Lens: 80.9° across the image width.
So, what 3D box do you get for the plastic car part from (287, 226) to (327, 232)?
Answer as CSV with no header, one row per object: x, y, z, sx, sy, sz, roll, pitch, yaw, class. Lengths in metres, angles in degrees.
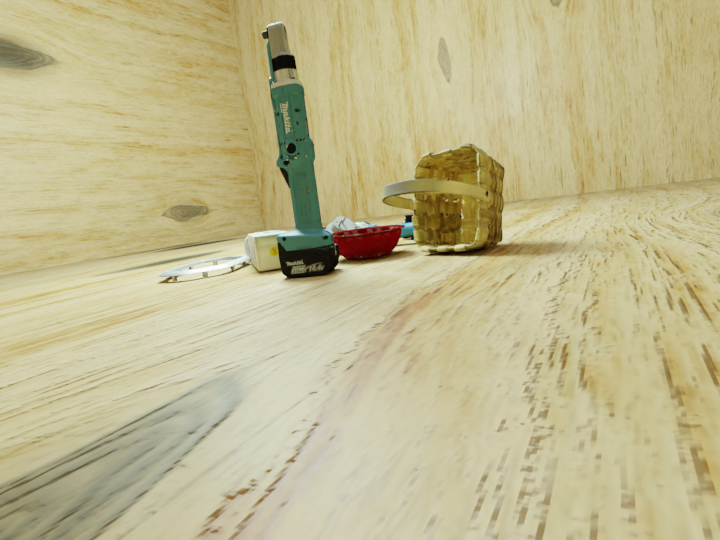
-0.104,-0.068,1.063,0.196,0.068,0.067,-14,-17,-27,plastic car part

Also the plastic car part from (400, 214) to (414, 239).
0.148,-0.111,1.121,0.112,0.067,0.073,-9,-8,-37,plastic car part

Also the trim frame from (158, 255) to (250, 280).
-0.360,-0.008,0.992,0.186,0.027,0.248,-6,11,6,trim frame

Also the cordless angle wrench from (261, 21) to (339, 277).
-0.111,-0.203,0.719,0.100,0.420,0.073,-6,5,14,cordless angle wrench

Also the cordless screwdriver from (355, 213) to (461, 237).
0.091,-0.088,0.965,0.259,0.074,0.154,-7,8,31,cordless screwdriver
